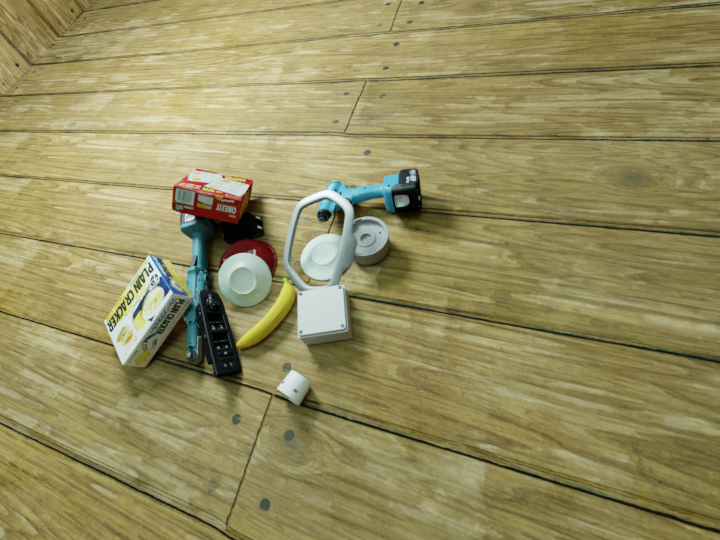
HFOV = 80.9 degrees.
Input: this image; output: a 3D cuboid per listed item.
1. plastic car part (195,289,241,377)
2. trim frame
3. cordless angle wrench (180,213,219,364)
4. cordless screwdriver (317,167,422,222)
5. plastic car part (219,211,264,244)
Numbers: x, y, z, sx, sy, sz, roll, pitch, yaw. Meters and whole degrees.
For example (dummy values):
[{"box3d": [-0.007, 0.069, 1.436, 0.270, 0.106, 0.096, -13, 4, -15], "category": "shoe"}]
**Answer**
[{"box3d": [-0.328, 0.142, 0.951, 0.068, 0.063, 0.209, -37, 64, 40], "category": "plastic car part"}, {"box3d": [-0.095, -0.062, 0.973, 0.193, 0.026, 0.248, 16, 95, 31], "category": "trim frame"}, {"box3d": [-0.408, 0.025, 1.058, 0.075, 0.093, 0.438, -15, 59, 7], "category": "cordless angle wrench"}, {"box3d": [0.019, -0.172, 1.019, 0.256, 0.071, 0.161, -3, 37, 19], "category": "cordless screwdriver"}, {"box3d": [-0.324, -0.119, 1.125, 0.117, 0.068, 0.069, -17, 52, 3], "category": "plastic car part"}]
